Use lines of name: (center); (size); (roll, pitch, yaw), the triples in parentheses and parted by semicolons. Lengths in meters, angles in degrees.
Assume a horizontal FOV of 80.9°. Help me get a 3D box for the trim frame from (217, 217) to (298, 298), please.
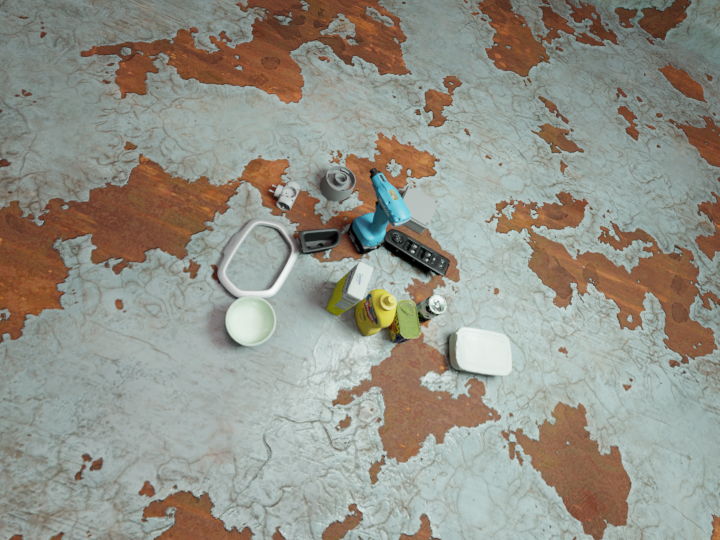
trim frame: (-0.272, -0.034, 1.127); (0.183, 0.027, 0.250); (26, 63, -3)

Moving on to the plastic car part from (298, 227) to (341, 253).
plastic car part: (-0.114, -0.074, 1.163); (0.113, 0.071, 0.068); (-8, 71, -19)

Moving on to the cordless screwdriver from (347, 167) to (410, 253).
cordless screwdriver: (0.035, -0.153, 1.138); (0.072, 0.249, 0.163); (-21, 77, -25)

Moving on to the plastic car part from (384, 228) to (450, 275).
plastic car part: (0.155, -0.051, 1.227); (0.203, 0.067, 0.066); (33, 63, 0)
